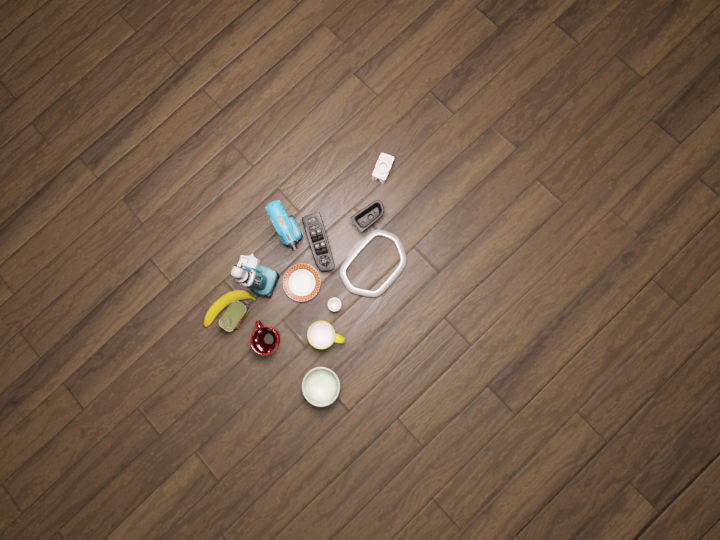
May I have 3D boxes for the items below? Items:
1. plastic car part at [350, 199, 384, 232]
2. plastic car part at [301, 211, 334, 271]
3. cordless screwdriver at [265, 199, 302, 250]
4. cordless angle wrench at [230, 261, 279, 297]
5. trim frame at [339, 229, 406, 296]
[{"bbox_3d":[0.030,-0.183,1.440,0.116,0.070,0.067,-36,84,-3],"label":"plastic car part"},{"bbox_3d":[-0.141,-0.092,1.439,0.066,0.066,0.206,-17,81,-1],"label":"plastic car part"},{"bbox_3d":[-0.233,-0.123,1.359,0.074,0.246,0.161,-27,85,-4],"label":"cordless screwdriver"},{"bbox_3d":[-0.318,0.023,1.255,0.075,0.419,0.098,22,84,0],"label":"cordless angle wrench"},{"bbox_3d":[0.043,-0.025,1.437,0.187,0.027,0.248,40,86,8],"label":"trim frame"}]
